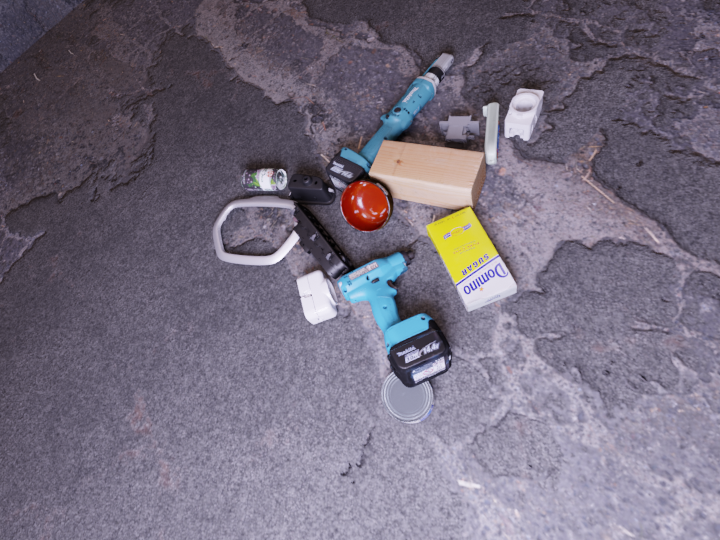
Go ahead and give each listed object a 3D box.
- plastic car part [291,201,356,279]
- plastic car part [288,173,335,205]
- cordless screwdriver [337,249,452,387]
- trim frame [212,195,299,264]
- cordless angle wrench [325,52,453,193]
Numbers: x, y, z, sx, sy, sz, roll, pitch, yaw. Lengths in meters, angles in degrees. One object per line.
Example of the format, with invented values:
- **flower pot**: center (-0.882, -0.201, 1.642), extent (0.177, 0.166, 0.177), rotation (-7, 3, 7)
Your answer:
- **plastic car part**: center (-0.087, -0.057, 0.889), extent (0.067, 0.063, 0.212), rotation (-45, 65, 2)
- **plastic car part**: center (-0.119, -0.193, 0.973), extent (0.122, 0.067, 0.066), rotation (10, 72, 27)
- **cordless screwdriver**: center (0.076, 0.068, 0.753), extent (0.158, 0.071, 0.262), rotation (-28, 47, -6)
- **trim frame**: center (-0.246, -0.099, 0.999), extent (0.258, 0.026, 0.186), rotation (2, 70, 24)
- **cordless angle wrench**: center (0.087, -0.350, 0.972), extent (0.103, 0.071, 0.422), rotation (32, 78, 29)
